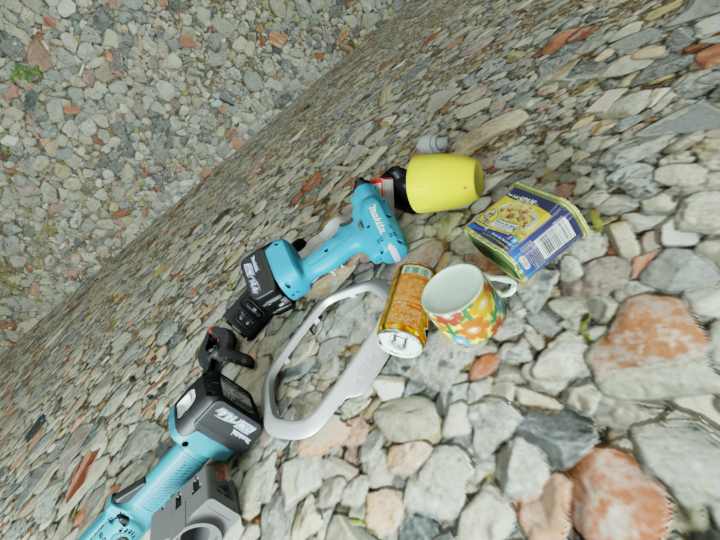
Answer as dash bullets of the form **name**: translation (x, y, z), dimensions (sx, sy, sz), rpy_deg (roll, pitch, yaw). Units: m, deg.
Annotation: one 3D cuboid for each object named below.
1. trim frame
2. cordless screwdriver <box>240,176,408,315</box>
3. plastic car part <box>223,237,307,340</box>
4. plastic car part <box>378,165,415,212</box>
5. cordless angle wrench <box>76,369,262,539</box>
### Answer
- **trim frame**: translation (-0.042, 0.107, 0.560), dimensions (0.193, 0.026, 0.247), rpy_deg (5, 51, 53)
- **cordless screwdriver**: translation (-0.065, -0.043, 0.667), dimensions (0.251, 0.070, 0.166), rpy_deg (-26, 56, 8)
- **plastic car part**: translation (-0.158, 0.031, 0.773), dimensions (0.202, 0.066, 0.067), rpy_deg (-50, 3, -13)
- **plastic car part**: translation (0.072, -0.147, 0.724), dimensions (0.066, 0.068, 0.121), rpy_deg (-43, 25, -4)
- **cordless angle wrench**: translation (-0.299, 0.316, 0.532), dimensions (0.422, 0.094, 0.078), rpy_deg (-47, 27, -3)
